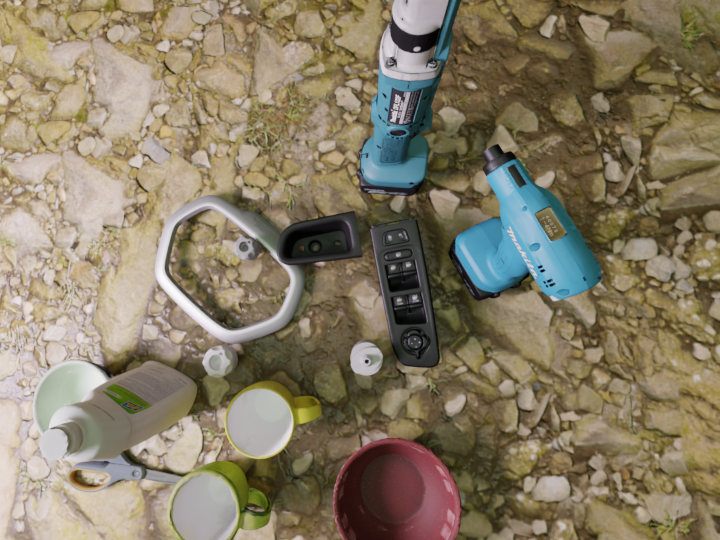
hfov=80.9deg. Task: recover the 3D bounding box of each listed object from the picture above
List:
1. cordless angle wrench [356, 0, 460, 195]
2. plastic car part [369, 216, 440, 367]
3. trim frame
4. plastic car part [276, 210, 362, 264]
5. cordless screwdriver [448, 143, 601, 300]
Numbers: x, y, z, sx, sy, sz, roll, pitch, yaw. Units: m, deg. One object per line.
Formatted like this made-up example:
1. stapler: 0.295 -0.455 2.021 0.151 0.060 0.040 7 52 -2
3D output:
1. cordless angle wrench: 0.044 -0.170 0.448 0.098 0.417 0.075 6 85 1
2. plastic car part: 0.062 0.033 0.593 0.067 0.066 0.205 -10 81 2
3. trim frame: -0.201 -0.005 0.644 0.253 0.027 0.184 39 87 10
4. plastic car part: -0.060 -0.039 0.614 0.117 0.070 0.067 -10 83 3
5. cordless screwdriver: 0.166 -0.042 0.504 0.074 0.245 0.161 -27 84 -2
